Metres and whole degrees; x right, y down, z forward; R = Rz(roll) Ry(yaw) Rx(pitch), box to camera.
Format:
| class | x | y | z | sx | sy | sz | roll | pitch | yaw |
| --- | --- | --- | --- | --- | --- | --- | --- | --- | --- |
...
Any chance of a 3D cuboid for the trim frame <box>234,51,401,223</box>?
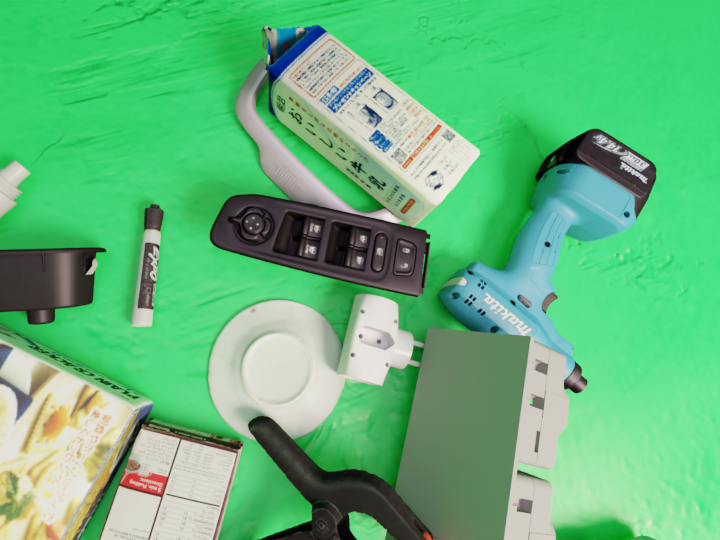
| class | x | y | z | sx | sy | sz | roll | pitch | yaw |
| --- | --- | --- | --- | --- | --- | --- | --- | --- | --- |
| trim frame | -0.024 | -0.154 | 0.471 | 0.251 | 0.027 | 0.183 | 45 | 74 | 5 |

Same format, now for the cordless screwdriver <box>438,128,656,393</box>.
| class | x | y | z | sx | sy | sz | roll | pitch | yaw |
| --- | --- | --- | --- | --- | --- | --- | --- | --- | --- |
| cordless screwdriver | 0.212 | -0.013 | 0.436 | 0.160 | 0.074 | 0.248 | 39 | 78 | 3 |

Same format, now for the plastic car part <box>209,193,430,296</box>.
| class | x | y | z | sx | sy | sz | roll | pitch | yaw |
| --- | --- | --- | --- | --- | --- | --- | --- | --- | --- |
| plastic car part | -0.040 | -0.026 | 0.411 | 0.200 | 0.067 | 0.067 | 13 | 82 | -7 |

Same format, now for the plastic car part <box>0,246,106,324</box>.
| class | x | y | z | sx | sy | sz | roll | pitch | yaw |
| --- | --- | --- | --- | --- | --- | --- | --- | --- | --- |
| plastic car part | -0.297 | 0.013 | 0.382 | 0.114 | 0.067 | 0.071 | 1 | 91 | -11 |

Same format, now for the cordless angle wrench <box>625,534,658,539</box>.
| class | x | y | z | sx | sy | sz | roll | pitch | yaw |
| --- | --- | --- | --- | --- | --- | --- | --- | --- | --- |
| cordless angle wrench | 0.074 | 0.280 | 0.337 | 0.415 | 0.098 | 0.075 | -7 | 78 | -13 |
